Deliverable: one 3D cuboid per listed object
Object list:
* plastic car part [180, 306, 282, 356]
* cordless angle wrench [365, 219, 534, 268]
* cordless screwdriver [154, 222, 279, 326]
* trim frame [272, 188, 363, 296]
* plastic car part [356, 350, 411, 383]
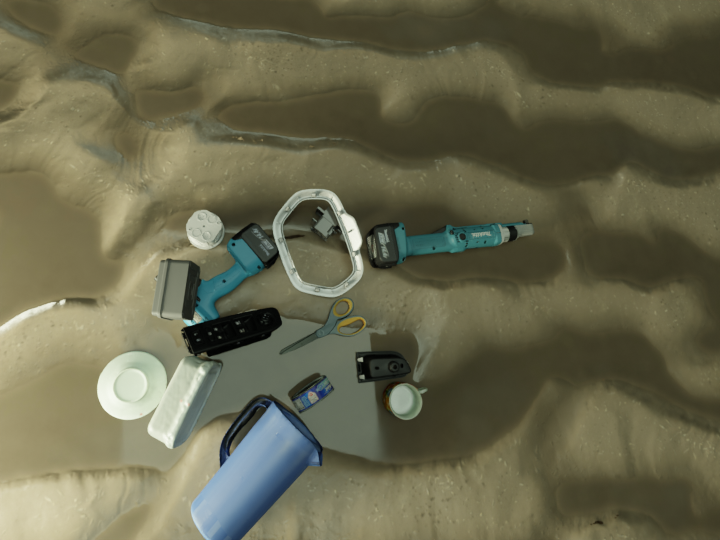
[{"bbox_3d":[-0.252,0.130,0.856,0.196,0.065,0.070,-17,42,-30],"label":"plastic car part"},{"bbox_3d":[0.227,-0.075,1.003,0.415,0.075,0.099,-7,79,-13],"label":"cordless angle wrench"},{"bbox_3d":[-0.302,-0.003,0.900,0.160,0.074,0.247,43,78,2],"label":"cordless screwdriver"},{"bbox_3d":[-0.092,-0.060,0.937,0.185,0.027,0.249,-19,88,3],"label":"trim frame"},{"bbox_3d":[0.056,0.205,0.904,0.115,0.071,0.067,-3,80,-8],"label":"plastic car part"}]
